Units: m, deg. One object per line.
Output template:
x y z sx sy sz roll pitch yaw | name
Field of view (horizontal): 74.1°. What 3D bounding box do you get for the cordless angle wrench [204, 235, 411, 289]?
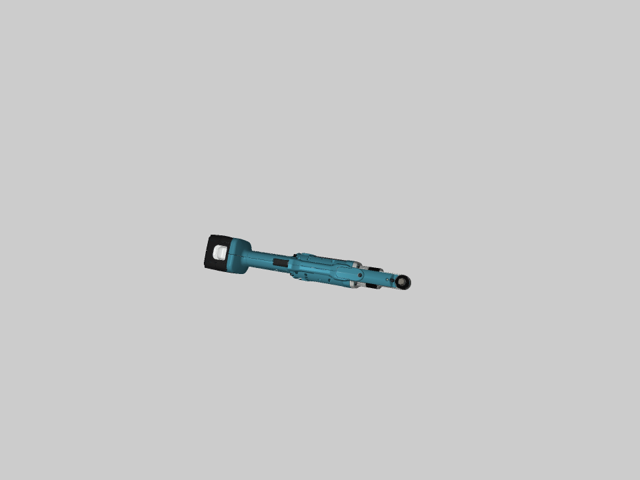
-0.032 0.054 0.847 0.423 0.074 0.098 8 -6 21 | cordless angle wrench
